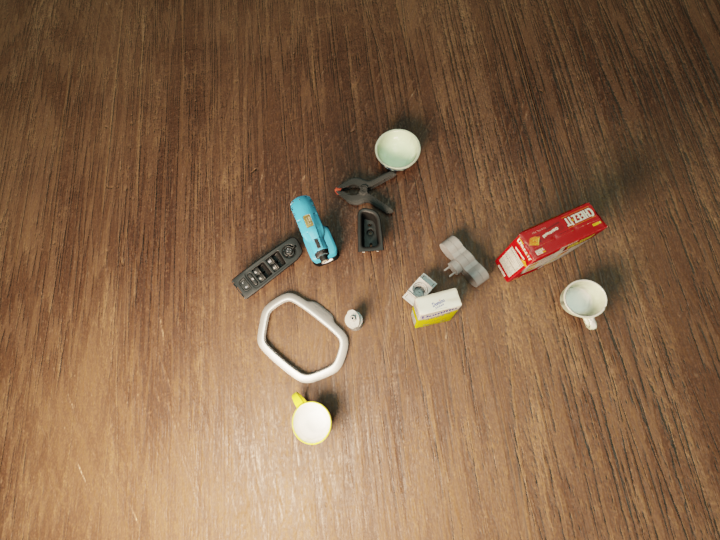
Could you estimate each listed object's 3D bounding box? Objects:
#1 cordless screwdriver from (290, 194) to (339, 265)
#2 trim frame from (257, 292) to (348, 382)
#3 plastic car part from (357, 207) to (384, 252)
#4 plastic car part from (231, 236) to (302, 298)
[{"bbox_3d":[-0.100,-0.065,1.023,0.074,0.242,0.164,-23,74,-2],"label":"cordless screwdriver"},{"bbox_3d":[-0.149,0.168,1.071,0.257,0.027,0.184,34,81,17],"label":"trim frame"},{"bbox_3d":[0.025,-0.098,1.104,0.067,0.069,0.119,-4,73,5],"label":"plastic car part"},{"bbox_3d":[-0.236,-0.006,1.119,0.202,0.065,0.068,-39,74,-5],"label":"plastic car part"}]
